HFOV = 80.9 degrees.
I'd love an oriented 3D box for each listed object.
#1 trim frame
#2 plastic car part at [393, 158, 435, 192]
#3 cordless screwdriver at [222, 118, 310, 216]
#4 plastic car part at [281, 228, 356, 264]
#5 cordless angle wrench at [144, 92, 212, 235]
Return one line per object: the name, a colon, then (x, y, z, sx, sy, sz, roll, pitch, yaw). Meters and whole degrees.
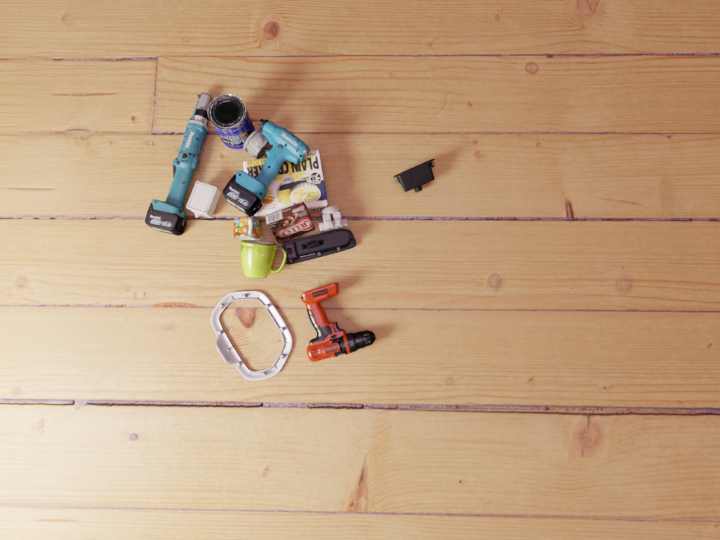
trim frame: (-0.293, 0.170, 1.126, 0.184, 0.027, 0.252, -33, 83, -3)
plastic car part: (0.156, -0.255, 1.174, 0.116, 0.067, 0.070, -27, 98, -1)
cordless screwdriver: (-0.267, -0.276, 1.111, 0.161, 0.073, 0.248, 37, 80, 5)
plastic car part: (-0.112, -0.073, 1.147, 0.202, 0.066, 0.068, -12, 76, -4)
cordless angle wrench: (-0.491, -0.311, 1.193, 0.098, 0.073, 0.426, 13, 79, 1)
